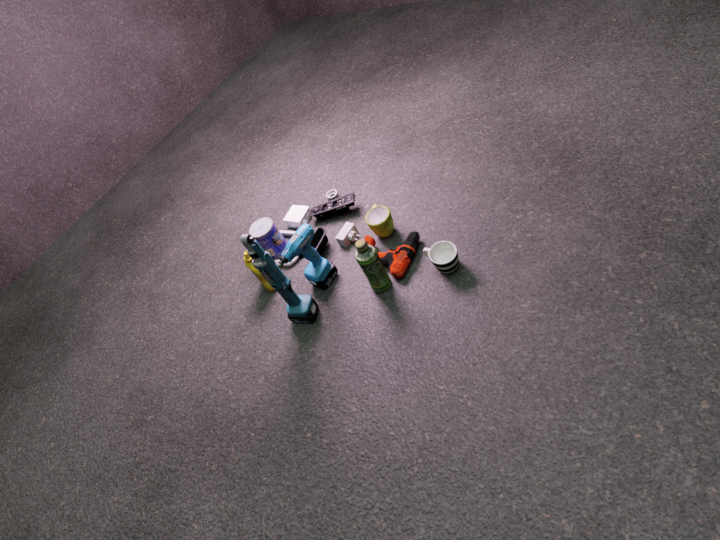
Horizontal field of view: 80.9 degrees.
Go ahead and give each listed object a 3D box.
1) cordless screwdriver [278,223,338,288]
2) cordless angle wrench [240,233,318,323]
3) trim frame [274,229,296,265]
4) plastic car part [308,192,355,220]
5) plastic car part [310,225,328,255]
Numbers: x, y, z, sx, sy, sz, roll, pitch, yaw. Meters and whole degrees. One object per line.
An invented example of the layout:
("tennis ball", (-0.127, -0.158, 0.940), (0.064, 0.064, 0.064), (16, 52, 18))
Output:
("cordless screwdriver", (-0.178, -0.024, 1.420), (0.078, 0.236, 0.159), (19, 63, 36))
("cordless angle wrench", (-0.254, 0.028, 1.302), (0.102, 0.401, 0.075), (-1, 52, 25))
("trim frame", (-0.330, -0.088, 1.697), (0.260, 0.026, 0.185), (6, 57, 31))
("plastic car part", (-0.109, -0.248, 1.690), (0.208, 0.063, 0.068), (-13, 48, 17))
("plastic car part", (-0.156, -0.102, 1.591), (0.069, 0.067, 0.116), (13, 60, 34))
